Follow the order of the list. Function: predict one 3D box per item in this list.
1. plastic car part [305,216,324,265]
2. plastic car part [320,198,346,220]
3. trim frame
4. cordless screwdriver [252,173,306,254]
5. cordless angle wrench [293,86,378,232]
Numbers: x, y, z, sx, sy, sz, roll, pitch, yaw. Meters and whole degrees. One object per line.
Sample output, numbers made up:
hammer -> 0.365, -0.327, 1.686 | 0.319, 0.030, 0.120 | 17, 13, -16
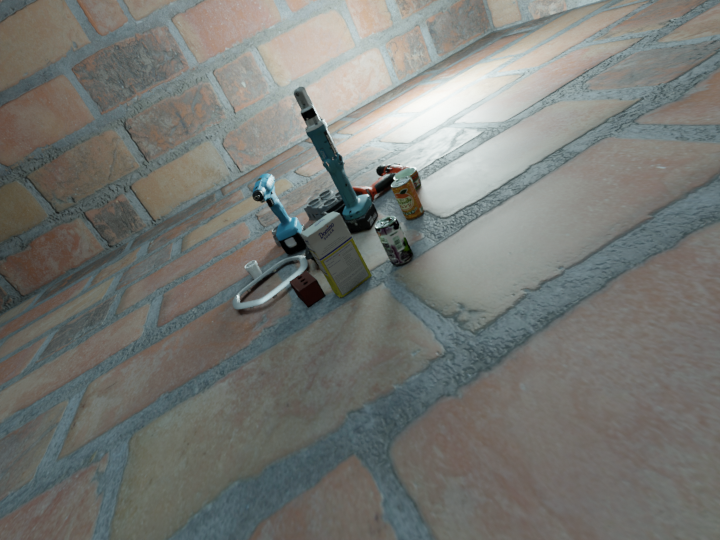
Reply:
plastic car part -> -0.117, -0.076, 1.193 | 0.067, 0.064, 0.207 | -22, 27, 13
plastic car part -> -0.052, -0.178, 1.303 | 0.115, 0.068, 0.069 | -35, 26, -13
trim frame -> -0.248, 0.032, 1.174 | 0.245, 0.026, 0.194 | -43, 30, -25
cordless screwdriver -> -0.245, -0.161, 1.270 | 0.075, 0.240, 0.163 | -22, 25, 12
cordless angle wrench -> -0.075, -0.300, 1.161 | 0.077, 0.408, 0.098 | -12, 28, 33
